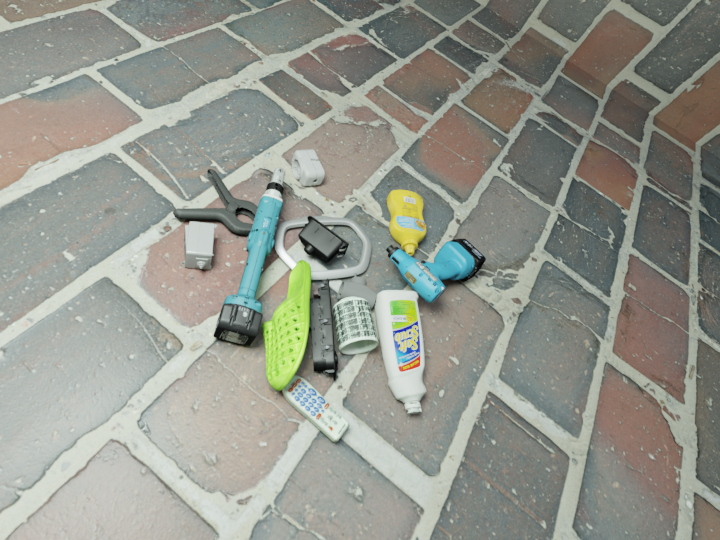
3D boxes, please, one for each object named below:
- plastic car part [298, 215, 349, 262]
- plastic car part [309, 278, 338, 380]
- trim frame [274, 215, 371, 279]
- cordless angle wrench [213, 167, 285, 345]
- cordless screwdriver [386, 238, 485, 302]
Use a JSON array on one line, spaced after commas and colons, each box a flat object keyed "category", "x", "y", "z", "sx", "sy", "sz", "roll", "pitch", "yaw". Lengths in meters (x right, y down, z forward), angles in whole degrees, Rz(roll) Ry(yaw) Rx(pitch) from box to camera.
[{"category": "plastic car part", "x": -0.094, "y": -0.061, "z": 0.960, "sx": 0.119, "sy": 0.065, "sz": 0.070, "roll": 35, "pitch": 66, "yaw": 8}, {"category": "plastic car part", "x": -0.079, "y": 0.119, "z": 0.861, "sx": 0.066, "sy": 0.065, "sz": 0.210, "roll": -4, "pitch": 58, "yaw": -14}, {"category": "trim frame", "x": -0.085, "y": -0.060, "z": 1.007, "sx": 0.241, "sy": 0.027, "sz": 0.191, "roll": -8, "pitch": 61, "yaw": -23}, {"category": "cordless angle wrench", "x": -0.212, "y": -0.059, "z": 0.892, "sx": 0.072, "sy": 0.098, "sz": 0.432, "roll": 17, "pitch": 56, "yaw": -16}, {"category": "cordless screwdriver", "x": 0.180, "y": -0.022, "z": 1.015, "sx": 0.240, "sy": 0.074, "sz": 0.166, "roll": -19, "pitch": 56, "yaw": -44}]
